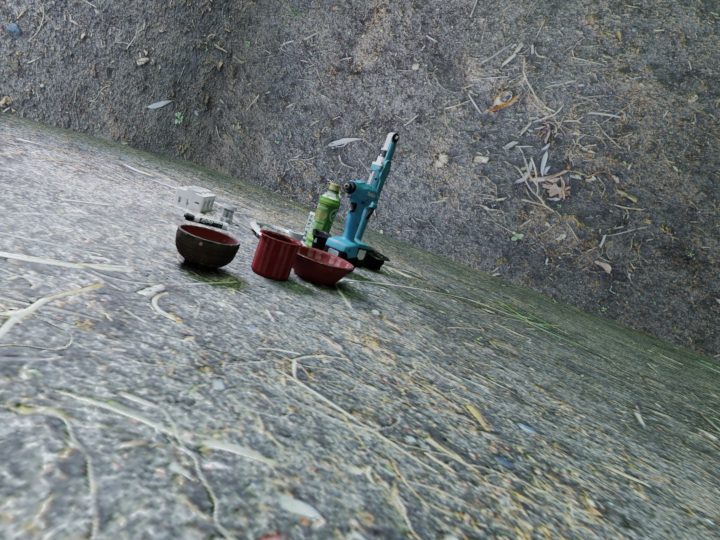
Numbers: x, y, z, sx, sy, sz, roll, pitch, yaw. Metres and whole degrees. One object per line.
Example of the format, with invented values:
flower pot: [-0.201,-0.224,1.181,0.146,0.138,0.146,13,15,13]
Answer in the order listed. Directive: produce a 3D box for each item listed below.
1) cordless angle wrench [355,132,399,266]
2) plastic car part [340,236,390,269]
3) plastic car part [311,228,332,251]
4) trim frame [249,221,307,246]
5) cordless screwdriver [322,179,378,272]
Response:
cordless angle wrench: [0.030,-0.222,1.312,0.070,0.421,0.104,13,11,-40]
plastic car part: [0.009,-0.056,1.403,0.063,0.067,0.215,11,12,-44]
plastic car part: [-0.125,-0.082,1.280,0.065,0.070,0.119,18,9,-11]
trim frame: [-0.248,-0.105,1.303,0.176,0.027,0.261,14,11,-28]
cordless screwdriver: [-0.036,-0.117,1.120,0.078,0.248,0.153,23,9,23]
